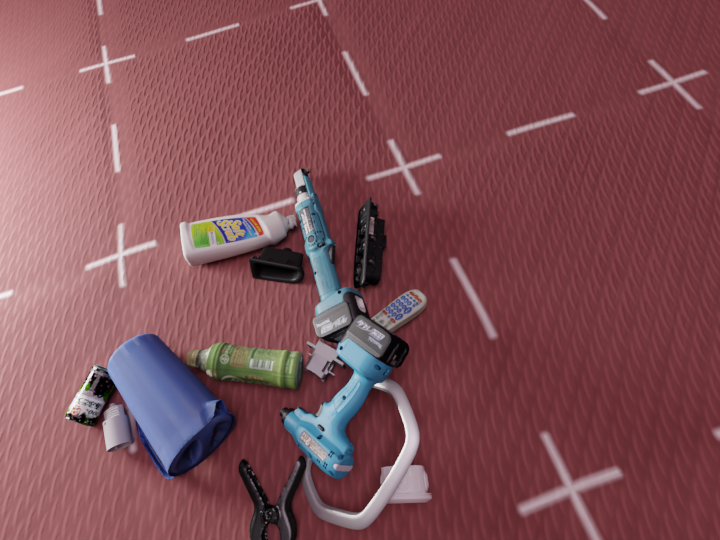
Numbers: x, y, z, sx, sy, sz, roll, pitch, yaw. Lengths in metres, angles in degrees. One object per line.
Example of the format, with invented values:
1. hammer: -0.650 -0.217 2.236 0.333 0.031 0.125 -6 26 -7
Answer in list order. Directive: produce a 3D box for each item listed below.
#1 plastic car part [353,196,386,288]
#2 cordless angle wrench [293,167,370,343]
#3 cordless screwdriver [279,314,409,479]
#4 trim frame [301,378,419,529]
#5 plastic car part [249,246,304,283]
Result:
1. plastic car part: 0.020 -0.051 0.901 0.065 0.067 0.206 21 61 -21
2. cordless angle wrench: -0.088 -0.058 0.903 0.099 0.070 0.440 -31 57 19
3. cordless screwdriver: -0.035 0.196 0.724 0.168 0.070 0.249 24 82 40
4. trim frame: -0.006 0.294 0.704 0.195 0.026 0.248 28 84 42
5. plastic car part: -0.172 -0.019 0.909 0.118 0.064 0.072 6 51 5
